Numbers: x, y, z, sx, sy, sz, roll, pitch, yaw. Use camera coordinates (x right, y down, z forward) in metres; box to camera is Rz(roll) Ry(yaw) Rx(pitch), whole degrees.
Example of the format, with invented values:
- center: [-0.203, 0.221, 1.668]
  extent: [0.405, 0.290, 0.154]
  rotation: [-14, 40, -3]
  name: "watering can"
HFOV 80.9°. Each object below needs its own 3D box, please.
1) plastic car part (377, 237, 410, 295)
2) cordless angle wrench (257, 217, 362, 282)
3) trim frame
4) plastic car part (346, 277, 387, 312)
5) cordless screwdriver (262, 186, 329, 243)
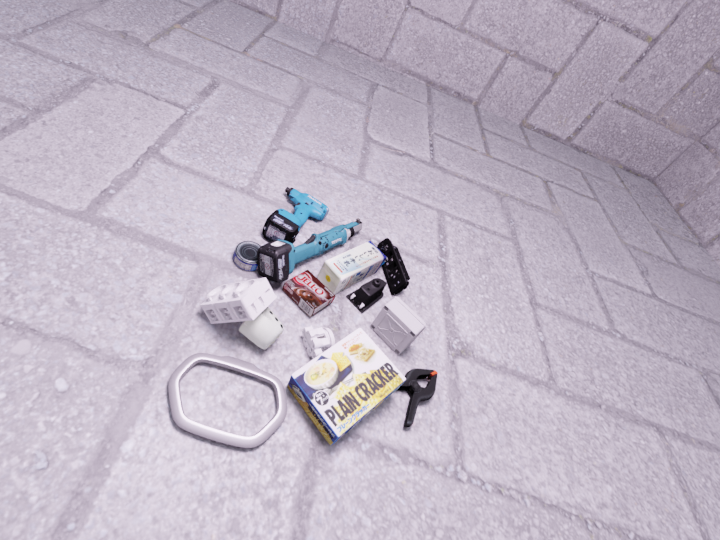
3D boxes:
- center: [0.107, -0.017, 1.298]
  extent: [0.064, 0.066, 0.212]
  rotation: [11, 43, -33]
  name: "plastic car part"
- center: [-0.121, -0.079, 1.234]
  extent: [0.078, 0.096, 0.410]
  rotation: [17, 29, 32]
  name: "cordless angle wrench"
- center: [-0.269, 0.258, 0.865]
  extent: [0.246, 0.027, 0.188]
  rotation: [17, 43, -7]
  name: "trim frame"
- center: [0.029, 0.055, 1.181]
  extent: [0.068, 0.070, 0.113]
  rotation: [45, 48, 16]
  name: "plastic car part"
- center: [-0.215, -0.175, 1.296]
  extent: [0.162, 0.074, 0.246]
  rotation: [32, 38, 7]
  name: "cordless screwdriver"
